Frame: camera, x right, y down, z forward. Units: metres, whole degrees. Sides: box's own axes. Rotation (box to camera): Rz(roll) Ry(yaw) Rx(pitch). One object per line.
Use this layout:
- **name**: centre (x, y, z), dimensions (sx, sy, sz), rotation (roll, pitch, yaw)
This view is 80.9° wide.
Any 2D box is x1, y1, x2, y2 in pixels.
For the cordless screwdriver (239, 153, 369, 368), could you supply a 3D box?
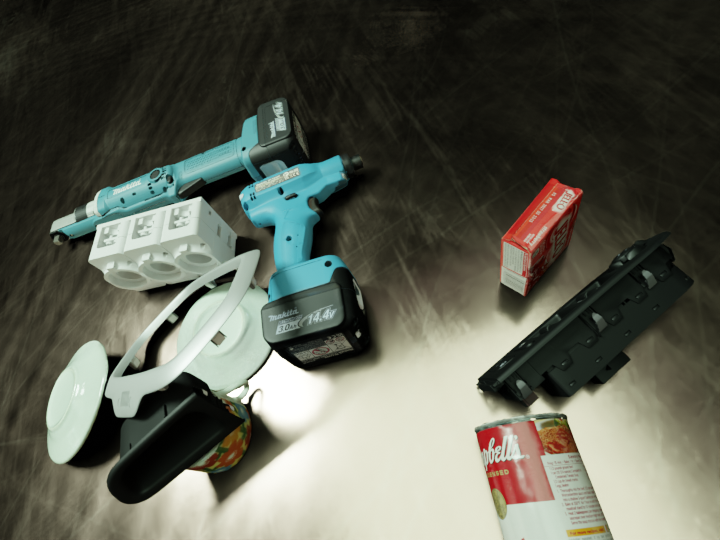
- **cordless screwdriver**: centre (-0.046, -0.030, 0.473), dimensions (0.160, 0.070, 0.260), rotation (-22, 53, 6)

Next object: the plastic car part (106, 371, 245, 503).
- **plastic car part**: centre (-0.173, 0.136, 0.375), dimensions (0.116, 0.062, 0.075), rotation (-38, 42, 0)

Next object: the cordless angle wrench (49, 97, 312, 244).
- **cordless angle wrench**: centre (-0.280, -0.123, 0.616), dimensions (0.430, 0.070, 0.101), rotation (-17, 57, 13)

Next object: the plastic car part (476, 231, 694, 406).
- **plastic car part**: centre (0.192, 0.044, 0.346), dimensions (0.202, 0.064, 0.070), rotation (-43, 67, -7)

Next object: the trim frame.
- **trim frame**: centre (-0.182, 0.059, 0.429), dimensions (0.257, 0.026, 0.185), rotation (-19, 33, 42)
